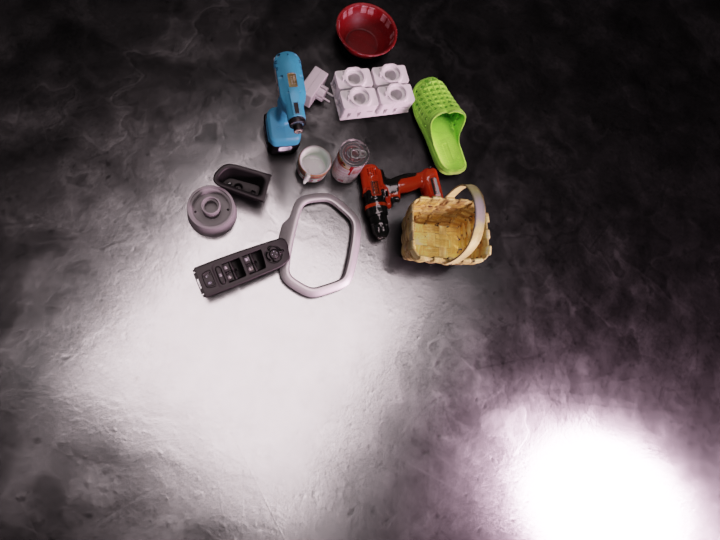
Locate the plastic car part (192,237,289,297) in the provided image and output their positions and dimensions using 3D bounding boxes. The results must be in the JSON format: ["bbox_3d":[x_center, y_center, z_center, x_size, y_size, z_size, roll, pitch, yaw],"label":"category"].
[{"bbox_3d":[-0.244,-0.007,0.894,0.200,0.067,0.067,-23,84,-15],"label":"plastic car part"}]

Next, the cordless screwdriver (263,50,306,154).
[{"bbox_3d":[-0.155,-0.316,0.893,0.073,0.250,0.161,-7,80,-16],"label":"cordless screwdriver"}]

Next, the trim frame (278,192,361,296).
[{"bbox_3d":[-0.093,-0.061,0.955,0.182,0.027,0.251,11,74,-7],"label":"trim frame"}]

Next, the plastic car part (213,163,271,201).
[{"bbox_3d":[-0.262,-0.189,0.934,0.115,0.071,0.066,16,75,-8],"label":"plastic car part"}]
